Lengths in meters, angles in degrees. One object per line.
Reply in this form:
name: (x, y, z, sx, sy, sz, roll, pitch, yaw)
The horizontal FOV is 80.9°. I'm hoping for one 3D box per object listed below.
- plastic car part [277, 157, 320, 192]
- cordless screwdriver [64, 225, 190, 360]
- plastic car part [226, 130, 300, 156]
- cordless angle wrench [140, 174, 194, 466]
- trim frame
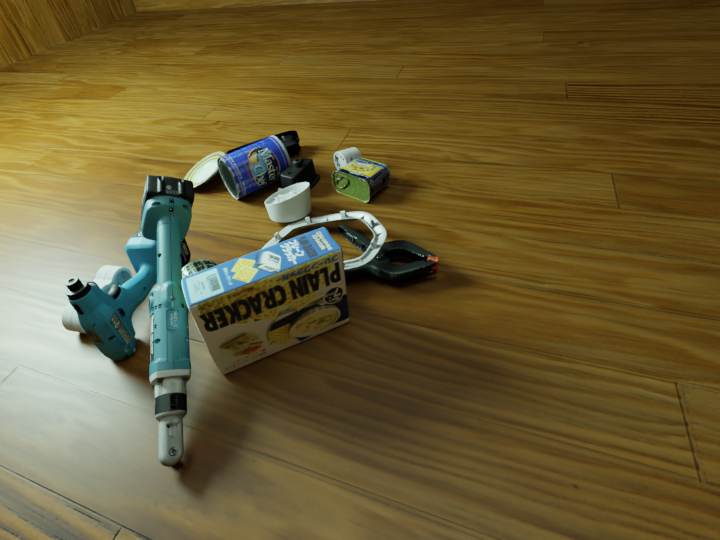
plastic car part: (-0.143, -0.217, 0.963, 0.069, 0.068, 0.116, 18, 51, 22)
cordless screwdriver: (-0.382, 0.004, 0.705, 0.076, 0.153, 0.254, -2, 41, 9)
plastic car part: (-0.235, -0.300, 1.073, 0.199, 0.064, 0.070, -30, 57, -21)
cordless angle wrench: (-0.279, 0.050, 0.615, 0.071, 0.099, 0.438, 4, 57, -31)
trim frame: (-0.076, -0.049, 0.773, 0.255, 0.026, 0.188, -6, 42, 18)
